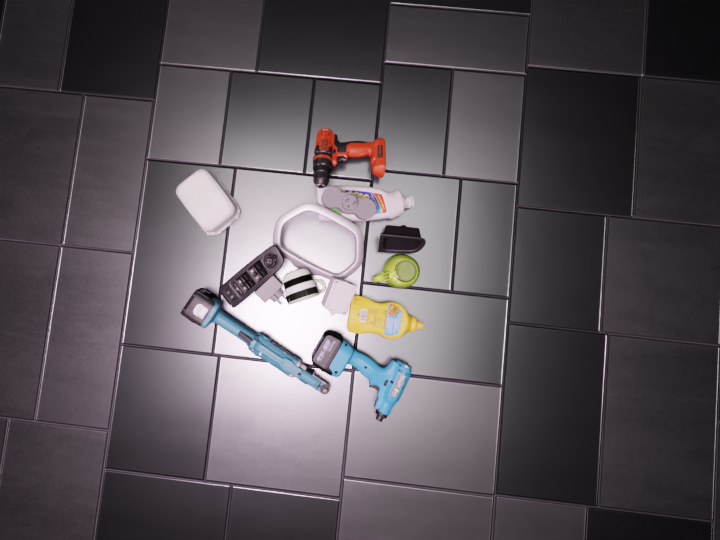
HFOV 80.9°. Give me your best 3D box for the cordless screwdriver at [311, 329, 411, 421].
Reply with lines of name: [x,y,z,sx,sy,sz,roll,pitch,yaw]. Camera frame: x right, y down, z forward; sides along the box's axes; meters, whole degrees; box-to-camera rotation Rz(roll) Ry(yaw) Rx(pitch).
cordless screwdriver: [-0.009,0.266,1.075,0.248,0.074,0.159,26,87,-1]

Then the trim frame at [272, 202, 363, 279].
trim frame: [-0.107,-0.070,1.092,0.243,0.028,0.184,27,107,-11]

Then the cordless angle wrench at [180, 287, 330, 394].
cordless angle wrench: [-0.258,0.192,1.085,0.422,0.098,0.074,34,87,-1]

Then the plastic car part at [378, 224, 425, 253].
plastic car part: [0.105,-0.089,1.101,0.117,0.064,0.073,1,48,1]

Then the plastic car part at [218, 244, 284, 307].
plastic car part: [-0.269,0.012,1.093,0.205,0.065,0.067,-38,82,20]
